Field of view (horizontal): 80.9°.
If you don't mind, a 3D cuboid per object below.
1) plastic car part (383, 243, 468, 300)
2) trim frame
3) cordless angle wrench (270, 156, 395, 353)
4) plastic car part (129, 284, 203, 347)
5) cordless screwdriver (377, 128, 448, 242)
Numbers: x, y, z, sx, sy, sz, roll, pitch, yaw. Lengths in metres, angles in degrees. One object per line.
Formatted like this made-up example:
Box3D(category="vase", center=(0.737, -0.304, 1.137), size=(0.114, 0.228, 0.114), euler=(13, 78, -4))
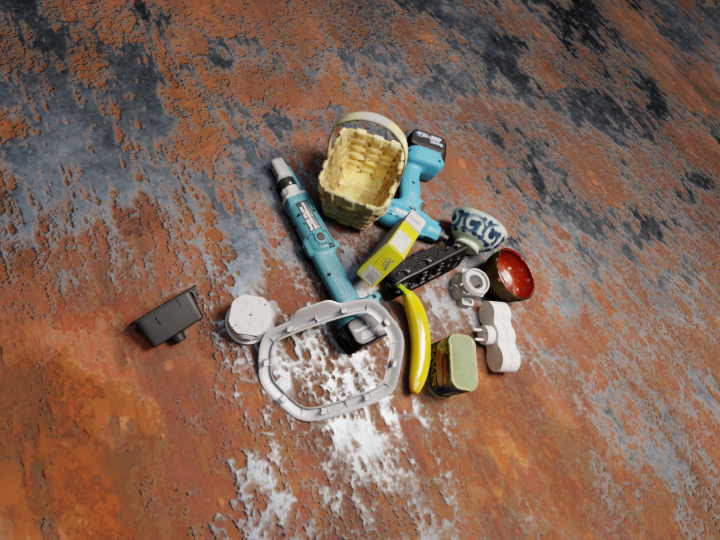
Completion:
Box3D(category="plastic car part", center=(0.123, -0.007, 0.852), size=(0.198, 0.065, 0.070), euler=(-30, 68, -26))
Box3D(category="trim frame", center=(-0.050, 0.144, 0.695), size=(0.250, 0.027, 0.186), euler=(-19, 84, 6))
Box3D(category="cordless angle wrench", center=(-0.080, -0.052, 0.818), size=(0.095, 0.074, 0.436), euler=(-21, 69, -24))
Box3D(category="plastic car part", center=(-0.308, 0.083, 0.698), size=(0.115, 0.067, 0.070), euler=(-37, 95, -24))
Box3D(category="cordless screwdriver", center=(0.139, -0.184, 0.940), size=(0.158, 0.074, 0.251), euler=(21, 65, -6))
